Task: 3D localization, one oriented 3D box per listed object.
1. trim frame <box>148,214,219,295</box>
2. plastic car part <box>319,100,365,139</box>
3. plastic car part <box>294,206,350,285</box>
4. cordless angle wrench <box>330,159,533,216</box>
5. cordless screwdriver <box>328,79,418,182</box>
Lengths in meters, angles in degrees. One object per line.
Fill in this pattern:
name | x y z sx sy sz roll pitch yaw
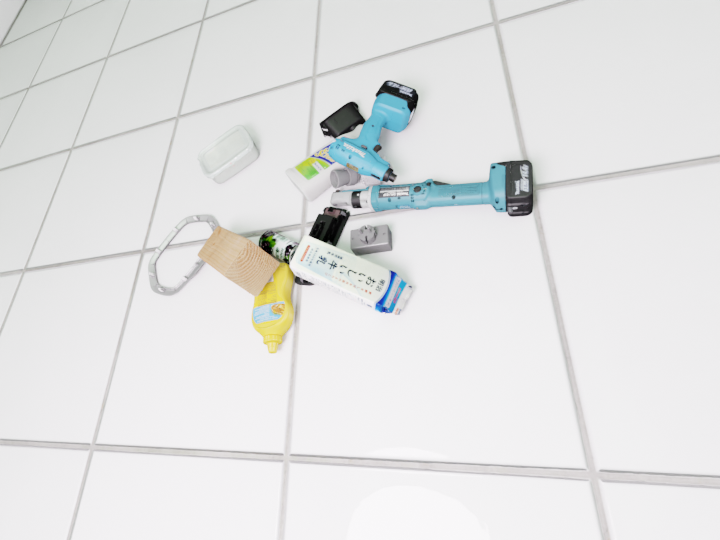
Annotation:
trim frame | -0.472 -0.047 1.120 0.194 0.026 0.248 31 79 31
plastic car part | -0.037 -0.373 1.079 0.116 0.064 0.073 -35 73 0
plastic car part | -0.093 -0.061 0.947 0.069 0.064 0.204 17 76 20
cordless angle wrench | 0.129 -0.160 0.895 0.440 0.070 0.099 1 66 26
cordless screwdriver | 0.056 -0.310 0.956 0.163 0.072 0.248 29 67 12
